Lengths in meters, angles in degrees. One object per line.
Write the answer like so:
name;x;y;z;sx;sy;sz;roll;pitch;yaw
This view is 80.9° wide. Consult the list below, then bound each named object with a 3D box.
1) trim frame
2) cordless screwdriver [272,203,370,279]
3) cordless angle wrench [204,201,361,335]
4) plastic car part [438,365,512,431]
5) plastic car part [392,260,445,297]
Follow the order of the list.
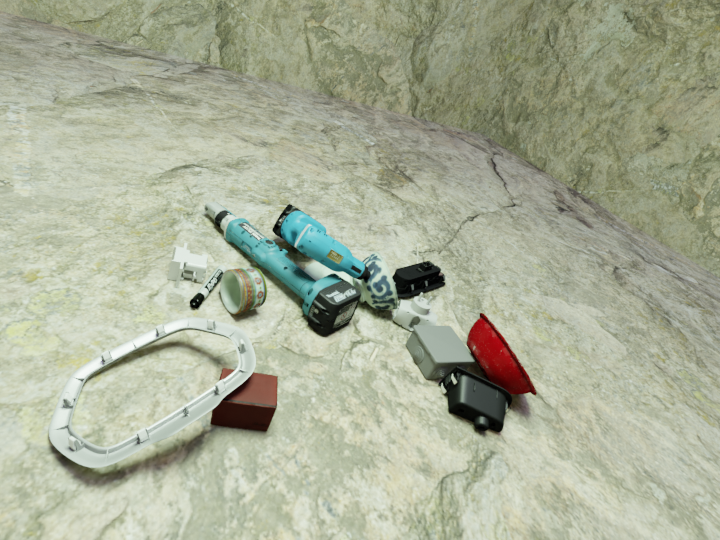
trim frame;-0.250;0.133;0.527;0.241;0.027;0.195;-27;43;-36
cordless screwdriver;-0.084;-0.055;0.862;0.152;0.074;0.260;32;3;-27
cordless angle wrench;-0.188;-0.034;0.854;0.444;0.073;0.094;35;32;28
plastic car part;0.190;0.219;0.684;0.117;0.065;0.071;26;45;3
plastic car part;0.131;0.016;0.971;0.195;0.066;0.069;-16;54;-42
